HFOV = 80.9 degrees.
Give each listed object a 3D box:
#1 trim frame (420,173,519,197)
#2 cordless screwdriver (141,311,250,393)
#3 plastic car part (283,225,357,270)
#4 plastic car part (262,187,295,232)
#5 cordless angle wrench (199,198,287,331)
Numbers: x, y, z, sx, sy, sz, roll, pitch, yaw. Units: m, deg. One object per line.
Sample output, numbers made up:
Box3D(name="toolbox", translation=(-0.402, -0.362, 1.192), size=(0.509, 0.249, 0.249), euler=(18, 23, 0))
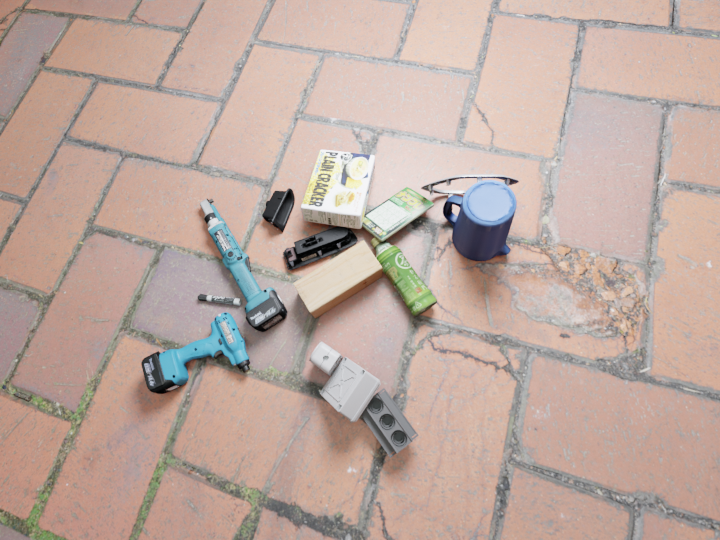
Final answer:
Box3D(name="trim frame", translation=(0.261, -0.204, 1.032), size=(0.178, 0.256, 0.027), euler=(1, 89, -22))
Box3D(name="cordless screwdriver", translation=(-0.406, 0.231, 1.059), size=(0.247, 0.072, 0.165), euler=(-29, 70, -7))
Box3D(name="plastic car part", translation=(-0.110, -0.072, 1.129), size=(0.202, 0.064, 0.069), euler=(-18, 52, -3))
Box3D(name="plastic car part", translation=(-0.236, -0.176, 1.187), size=(0.074, 0.063, 0.117), euler=(9, 69, 23))
Box3D(name="cordless angle wrench", translation=(-0.341, -0.034, 1.145), size=(0.097, 0.072, 0.439), euler=(-33, 68, -5))
